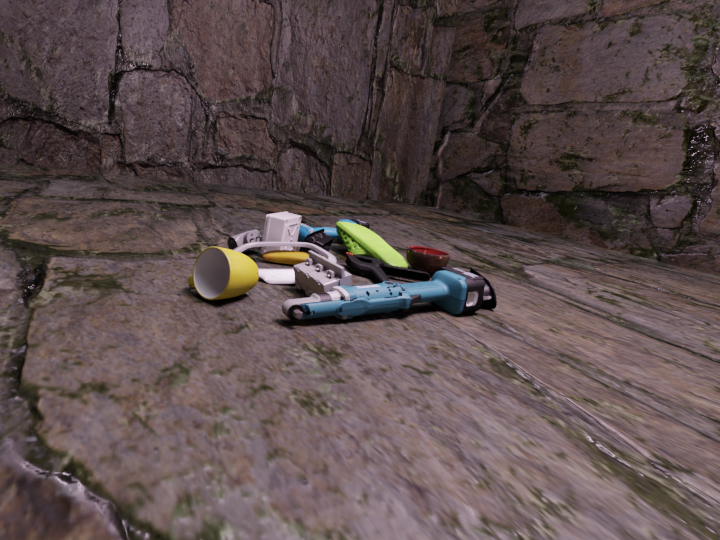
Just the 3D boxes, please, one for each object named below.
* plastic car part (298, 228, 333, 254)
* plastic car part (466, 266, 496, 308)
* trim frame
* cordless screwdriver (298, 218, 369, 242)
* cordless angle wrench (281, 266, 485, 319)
[{"bbox_3d":[-0.115,-0.075,1.174,0.067,0.066,0.203,19,14,1],"label":"plastic car part"},{"bbox_3d":[0.237,0.044,0.922,0.071,0.064,0.119,-8,18,-5],"label":"plastic car part"},{"bbox_3d":[-0.176,-0.022,0.926,0.245,0.027,0.191,0,25,-10],"label":"trim frame"},{"bbox_3d":[-0.105,-0.129,1.380,0.239,0.073,0.168,-4,18,-29],"label":"cordless screwdriver"},{"bbox_3d":[0.051,0.049,0.763,0.405,0.073,0.103,-4,18,-33],"label":"cordless angle wrench"}]
